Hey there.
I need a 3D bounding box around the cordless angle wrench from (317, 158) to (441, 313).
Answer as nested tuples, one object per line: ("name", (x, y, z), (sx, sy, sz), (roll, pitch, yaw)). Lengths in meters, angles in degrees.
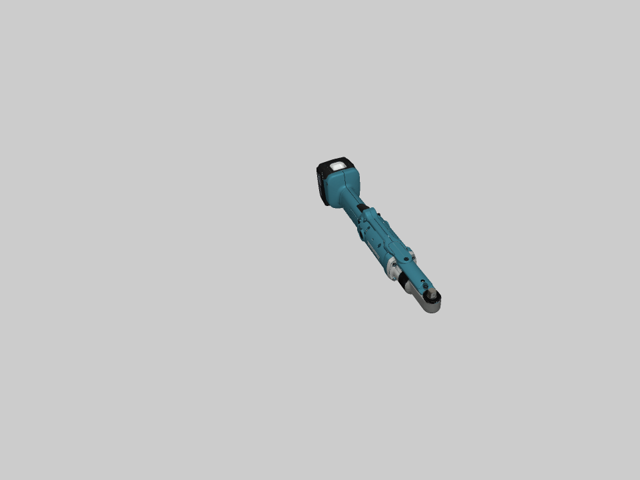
("cordless angle wrench", (0.098, -0.019, 0.775), (0.074, 0.098, 0.422), (-18, 40, -11))
